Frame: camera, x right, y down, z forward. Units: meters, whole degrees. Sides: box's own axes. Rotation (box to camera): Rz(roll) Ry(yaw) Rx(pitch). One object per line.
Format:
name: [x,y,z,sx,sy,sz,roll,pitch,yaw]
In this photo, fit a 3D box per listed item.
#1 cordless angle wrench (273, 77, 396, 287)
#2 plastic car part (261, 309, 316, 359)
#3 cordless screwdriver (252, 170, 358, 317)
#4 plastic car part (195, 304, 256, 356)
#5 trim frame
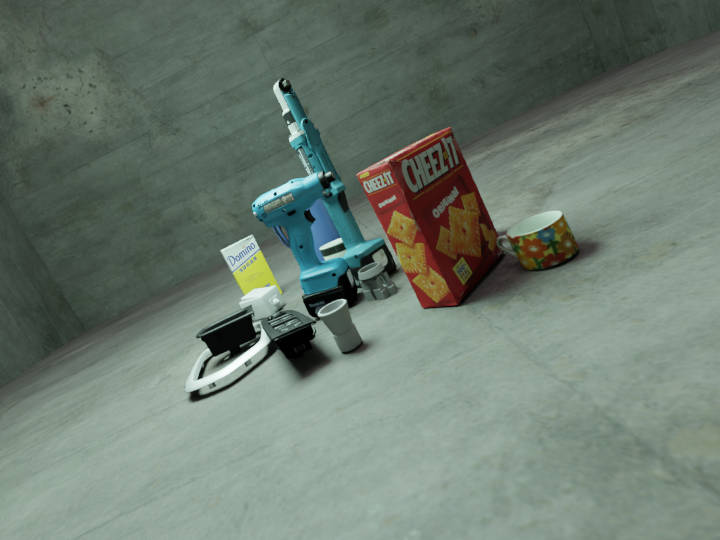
cordless angle wrench: [-0.063,-0.167,0.819,0.073,0.417,0.101,-31,10,-31]
plastic car part: [-0.114,0.099,0.673,0.065,0.066,0.209,-30,13,-16]
cordless screwdriver: [-0.075,-0.049,0.770,0.162,0.245,0.074,-23,9,17]
plastic car part: [-0.249,0.125,0.820,0.115,0.070,0.068,-28,11,-9]
trim frame: [-0.245,0.156,0.787,0.183,0.027,0.255,-29,14,-9]
